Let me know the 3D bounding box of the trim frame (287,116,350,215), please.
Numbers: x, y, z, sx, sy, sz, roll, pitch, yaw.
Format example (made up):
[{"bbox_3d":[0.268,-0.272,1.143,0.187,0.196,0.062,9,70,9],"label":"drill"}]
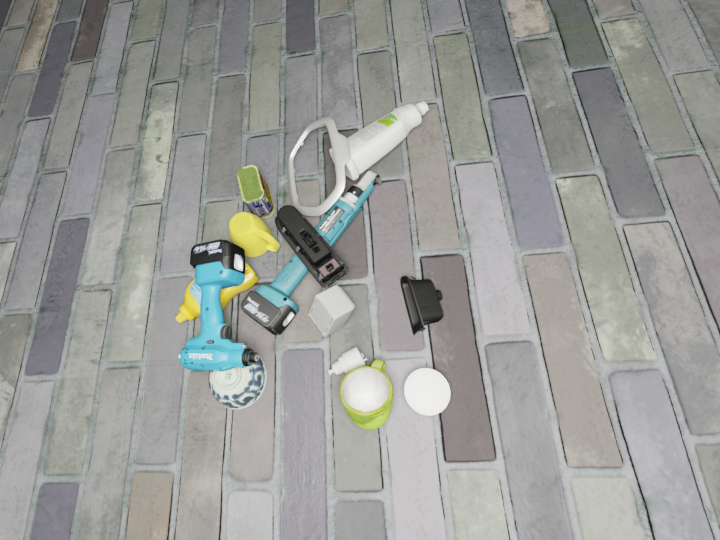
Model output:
[{"bbox_3d":[-0.101,-0.236,0.963,0.189,0.026,0.256,-28,59,35],"label":"trim frame"}]

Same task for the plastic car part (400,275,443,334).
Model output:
[{"bbox_3d":[0.128,0.060,0.838,0.070,0.065,0.120,-4,65,-10],"label":"plastic car part"}]

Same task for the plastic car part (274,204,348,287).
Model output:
[{"bbox_3d":[-0.112,-0.062,0.859,0.066,0.064,0.212,-39,63,-4],"label":"plastic car part"}]

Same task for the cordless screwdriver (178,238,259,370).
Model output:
[{"bbox_3d":[-0.265,0.067,0.823,0.164,0.071,0.253,-6,73,19],"label":"cordless screwdriver"}]

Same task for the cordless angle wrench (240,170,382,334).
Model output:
[{"bbox_3d":[-0.090,-0.059,0.916,0.102,0.072,0.422,31,75,18],"label":"cordless angle wrench"}]
